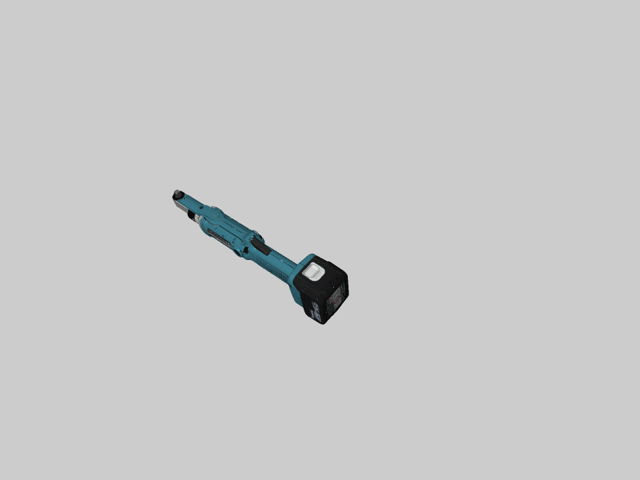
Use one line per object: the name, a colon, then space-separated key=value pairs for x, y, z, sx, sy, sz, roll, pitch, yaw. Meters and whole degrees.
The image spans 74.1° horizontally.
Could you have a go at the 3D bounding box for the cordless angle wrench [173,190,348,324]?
cordless angle wrench: x=-0.138 y=0.007 z=0.800 sx=0.423 sy=0.074 sz=0.098 roll=30 pitch=-30 yaw=26
